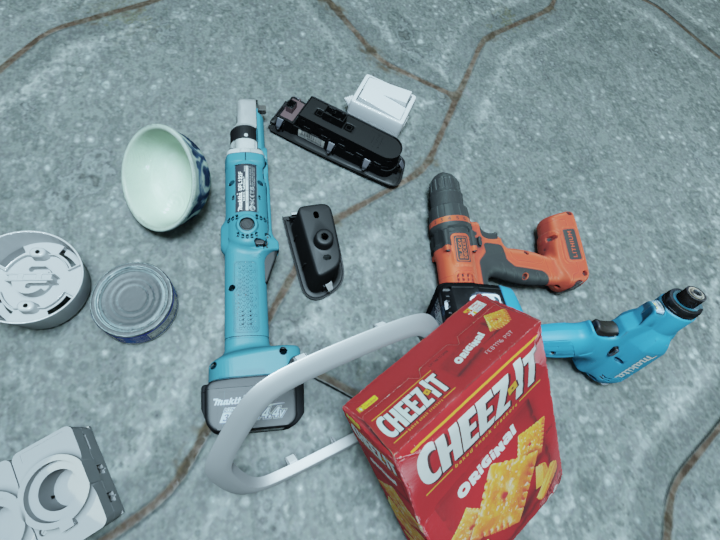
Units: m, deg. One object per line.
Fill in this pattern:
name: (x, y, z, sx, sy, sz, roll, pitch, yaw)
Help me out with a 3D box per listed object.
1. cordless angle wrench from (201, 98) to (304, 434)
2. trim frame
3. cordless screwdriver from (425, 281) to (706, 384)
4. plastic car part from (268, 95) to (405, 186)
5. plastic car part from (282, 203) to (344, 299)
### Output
cordless angle wrench: (-0.131, -0.040, 0.497, 0.096, 0.073, 0.435, -3, 64, -12)
trim frame: (-0.018, 0.121, 0.381, 0.242, 0.179, 0.029, -20, 43, -26)
cordless screwdriver: (0.206, 0.059, 0.452, 0.247, 0.156, 0.076, 7, 50, -5)
plastic car part: (-0.023, -0.189, 0.586, 0.204, 0.067, 0.066, 30, 58, 2)
plastic car part: (-0.049, -0.032, 0.504, 0.065, 0.070, 0.120, -10, 66, -14)
